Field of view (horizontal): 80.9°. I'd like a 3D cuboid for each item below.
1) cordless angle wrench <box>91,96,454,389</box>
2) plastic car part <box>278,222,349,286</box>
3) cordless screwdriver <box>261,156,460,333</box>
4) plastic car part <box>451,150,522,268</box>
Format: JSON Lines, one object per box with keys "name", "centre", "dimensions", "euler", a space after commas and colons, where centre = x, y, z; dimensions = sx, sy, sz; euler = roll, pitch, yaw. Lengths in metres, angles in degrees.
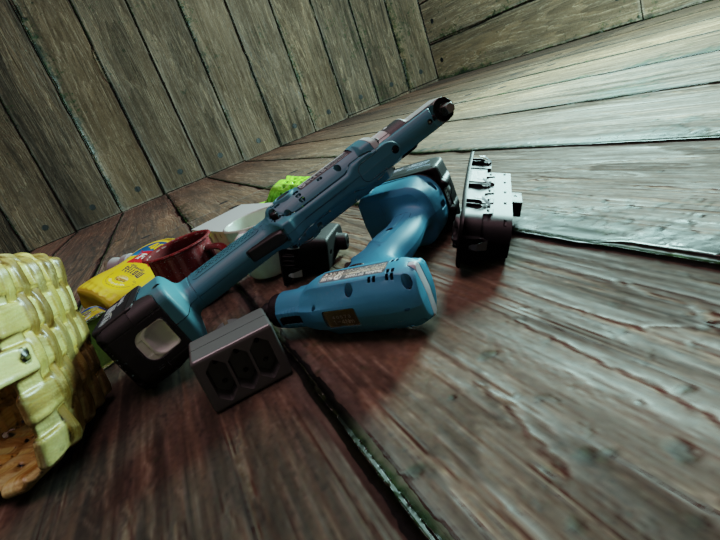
{"name": "cordless angle wrench", "centre": [-0.067, -0.054, 0.438], "dimensions": [0.420, 0.072, 0.102], "euler": [-39, 21, -10]}
{"name": "plastic car part", "centre": [-0.052, -0.034, 0.530], "dimensions": [0.073, 0.064, 0.116], "euler": [2, 24, 15]}
{"name": "cordless screwdriver", "centre": [0.012, -0.027, 0.434], "dimensions": [0.165, 0.072, 0.248], "euler": [-12, 28, 29]}
{"name": "plastic car part", "centre": [0.128, -0.062, 0.432], "dimensions": [0.069, 0.065, 0.201], "euler": [15, 33, 15]}
